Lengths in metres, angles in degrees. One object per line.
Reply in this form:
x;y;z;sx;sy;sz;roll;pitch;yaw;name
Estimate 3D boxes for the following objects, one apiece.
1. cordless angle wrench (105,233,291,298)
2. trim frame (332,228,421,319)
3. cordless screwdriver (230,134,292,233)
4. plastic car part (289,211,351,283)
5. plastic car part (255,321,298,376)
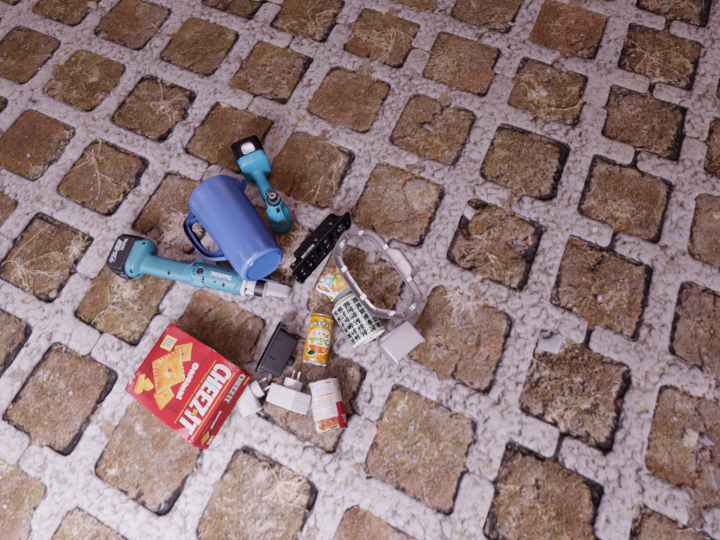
-0.369;0.008;0.986;0.426;0.073;0.099;12;67;4;cordless angle wrench
0.040;0.003;0.960;0.178;0.027;0.257;-20;65;-38;trim frame
-0.238;-0.220;1.019;0.074;0.155;0.257;-24;70;-10;cordless screwdriver
-0.099;-0.065;1.010;0.202;0.063;0.071;-46;51;-13;plastic car part
-0.174;0.178;0.922;0.070;0.066;0.117;24;75;-7;plastic car part
